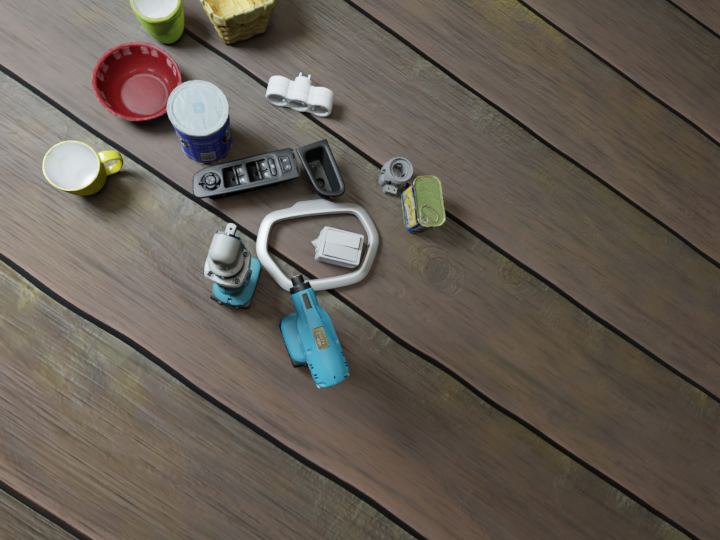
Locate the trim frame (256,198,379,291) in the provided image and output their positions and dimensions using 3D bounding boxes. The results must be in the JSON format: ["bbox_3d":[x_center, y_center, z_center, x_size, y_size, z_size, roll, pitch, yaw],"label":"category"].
[{"bbox_3d":[-0.082,-0.054,0.838,0.245,0.028,0.186,-9,82,-11],"label":"trim frame"}]

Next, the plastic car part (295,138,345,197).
[{"bbox_3d":[-0.079,-0.189,0.839,0.065,0.071,0.117,-22,86,-14],"label":"plastic car part"}]

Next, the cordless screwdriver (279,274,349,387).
[{"bbox_3d":[-0.090,0.093,0.697,0.073,0.251,0.160,-19,87,-15],"label":"cordless screwdriver"}]

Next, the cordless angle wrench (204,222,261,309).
[{"bbox_3d":[-0.184,0.002,0.608,0.073,0.427,0.098,18,80,-12],"label":"cordless angle wrench"}]

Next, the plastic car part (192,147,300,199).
[{"bbox_3d":[-0.222,-0.180,0.817,0.200,0.067,0.067,-15,85,-12],"label":"plastic car part"}]
